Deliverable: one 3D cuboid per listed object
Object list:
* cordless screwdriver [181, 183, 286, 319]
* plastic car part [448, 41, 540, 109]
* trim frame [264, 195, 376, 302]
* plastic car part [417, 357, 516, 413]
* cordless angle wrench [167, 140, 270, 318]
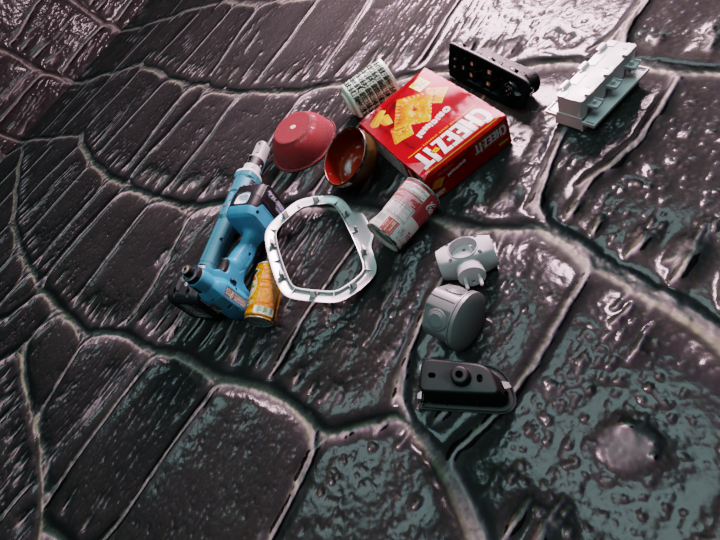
[{"bbox_3d":[-0.227,-0.052,0.769,0.077,0.150,0.252,-2,59,27],"label":"cordless screwdriver"},{"bbox_3d":[0.238,-0.348,0.750,0.066,0.064,0.214,-19,48,-15],"label":"plastic car part"},{"bbox_3d":[-0.072,-0.047,0.736,0.183,0.026,0.260,-20,50,-4],"label":"trim frame"},{"bbox_3d":[0.120,0.134,0.512,0.121,0.067,0.067,-5,61,30],"label":"plastic car part"},{"bbox_3d":[-0.262,-0.110,0.869,0.077,0.093,0.430,-2,58,24],"label":"cordless angle wrench"}]
